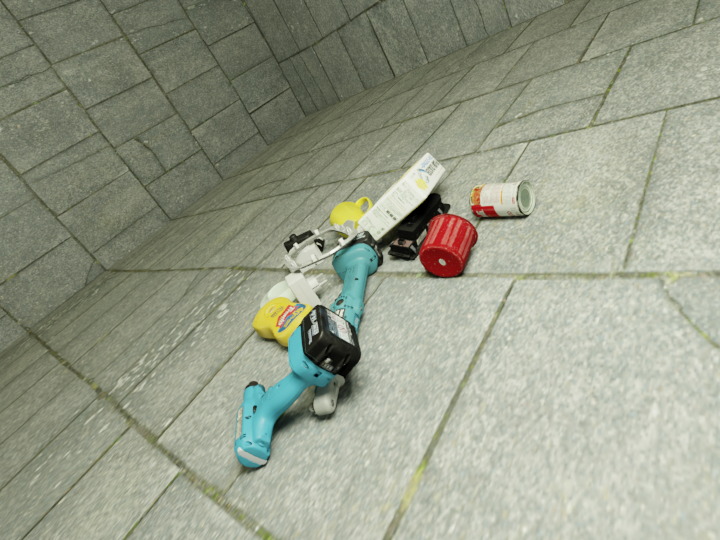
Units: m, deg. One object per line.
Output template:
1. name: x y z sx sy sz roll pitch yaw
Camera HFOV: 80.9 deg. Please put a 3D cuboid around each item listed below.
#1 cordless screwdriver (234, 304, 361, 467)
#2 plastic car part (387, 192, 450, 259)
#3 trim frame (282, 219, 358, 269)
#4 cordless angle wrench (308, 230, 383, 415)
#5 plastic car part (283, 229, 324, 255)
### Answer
1. cordless screwdriver: -0.111 0.163 0.661 0.249 0.071 0.165 -50 24 12
2. plastic car part: 0.130 -0.108 0.932 0.070 0.064 0.200 6 40 41
3. trim frame: -0.095 -0.062 0.976 0.183 0.027 0.256 -32 17 -10
4. cordless angle wrench: -0.027 0.077 0.787 0.100 0.071 0.430 -21 31 23
5. plastic car part: -0.166 -0.072 1.170 0.119 0.068 0.067 -20 26 16
